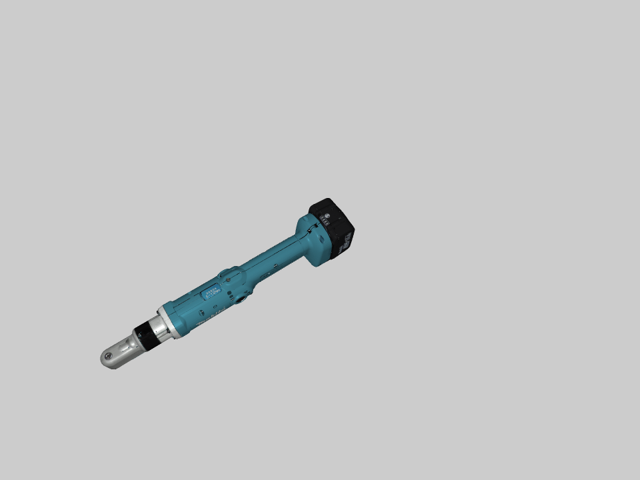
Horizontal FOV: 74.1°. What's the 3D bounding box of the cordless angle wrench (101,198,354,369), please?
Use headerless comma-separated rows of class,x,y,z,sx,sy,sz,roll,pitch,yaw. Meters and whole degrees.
cordless angle wrench,-0.137,0.073,0.667,0.422,0.074,0.098,-31,-21,-18
